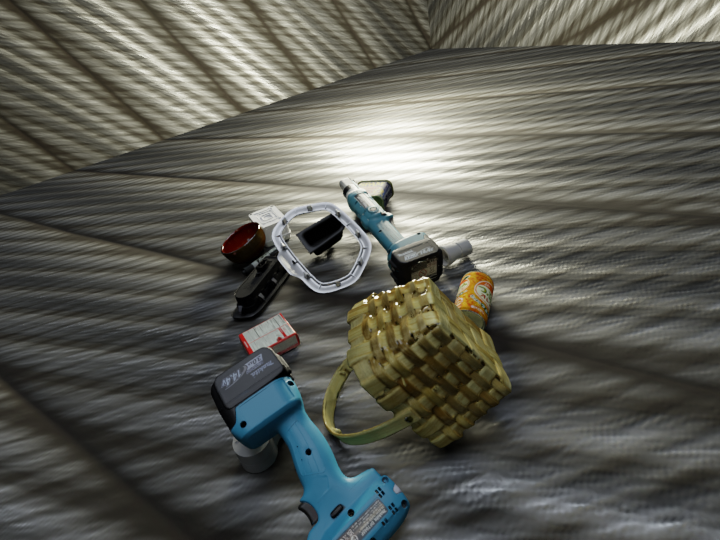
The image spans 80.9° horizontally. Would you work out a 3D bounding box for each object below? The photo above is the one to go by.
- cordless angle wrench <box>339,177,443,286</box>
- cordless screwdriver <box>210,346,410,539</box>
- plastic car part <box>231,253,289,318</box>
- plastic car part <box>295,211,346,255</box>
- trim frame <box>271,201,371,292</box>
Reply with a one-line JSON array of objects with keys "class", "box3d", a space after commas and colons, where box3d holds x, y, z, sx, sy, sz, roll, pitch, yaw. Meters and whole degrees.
[{"class": "cordless angle wrench", "box3d": [0.034, -0.116, 0.950, 0.097, 0.071, 0.445, -21, 39, -11]}, {"class": "cordless screwdriver", "box3d": [-0.086, 0.222, 0.479, 0.157, 0.072, 0.261, -37, 61, -21]}, {"class": "plastic car part", "box3d": [-0.205, 0.022, 0.891, 0.068, 0.064, 0.204, 7, 41, 17]}, {"class": "plastic car part", "box3d": [-0.080, -0.077, 0.976, 0.115, 0.068, 0.069, -32, 62, -11]}, {"class": "trim frame", "box3d": [-0.089, -0.059, 0.915, 0.183, 0.026, 0.261, -36, 60, -9]}]
